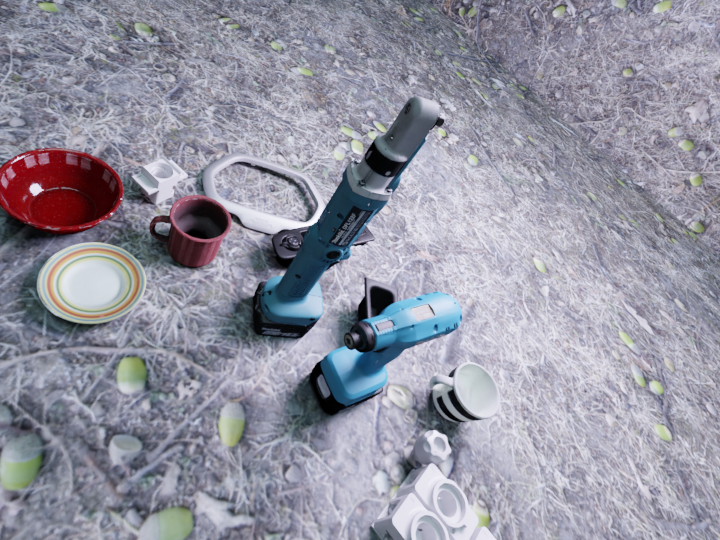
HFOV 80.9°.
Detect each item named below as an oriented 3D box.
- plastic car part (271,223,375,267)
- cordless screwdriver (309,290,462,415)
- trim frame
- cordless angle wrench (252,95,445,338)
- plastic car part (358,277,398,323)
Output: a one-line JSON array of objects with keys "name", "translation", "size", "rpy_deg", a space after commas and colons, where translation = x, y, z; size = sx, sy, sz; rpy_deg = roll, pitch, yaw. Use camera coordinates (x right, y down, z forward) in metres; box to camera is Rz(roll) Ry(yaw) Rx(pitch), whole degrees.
[{"name": "plastic car part", "translation": [-0.076, -0.049, 0.773], "size": [0.195, 0.067, 0.069], "rpy_deg": [-13, 63, -36]}, {"name": "cordless screwdriver", "translation": [0.004, 0.116, 0.550], "size": [0.153, 0.249, 0.077], "rpy_deg": [-10, 62, -37]}, {"name": "trim frame", "translation": [-0.184, -0.151, 0.826], "size": [0.241, 0.027, 0.190], "rpy_deg": [15, 48, -17]}, {"name": "cordless angle wrench", "translation": [-0.037, -0.040, 0.535], "size": [0.094, 0.424, 0.077], "rpy_deg": [11, 51, -26]}, {"name": "plastic car part", "translation": [0.022, 0.082, 0.714], "size": [0.064, 0.071, 0.120], "rpy_deg": [19, 47, -17]}]
